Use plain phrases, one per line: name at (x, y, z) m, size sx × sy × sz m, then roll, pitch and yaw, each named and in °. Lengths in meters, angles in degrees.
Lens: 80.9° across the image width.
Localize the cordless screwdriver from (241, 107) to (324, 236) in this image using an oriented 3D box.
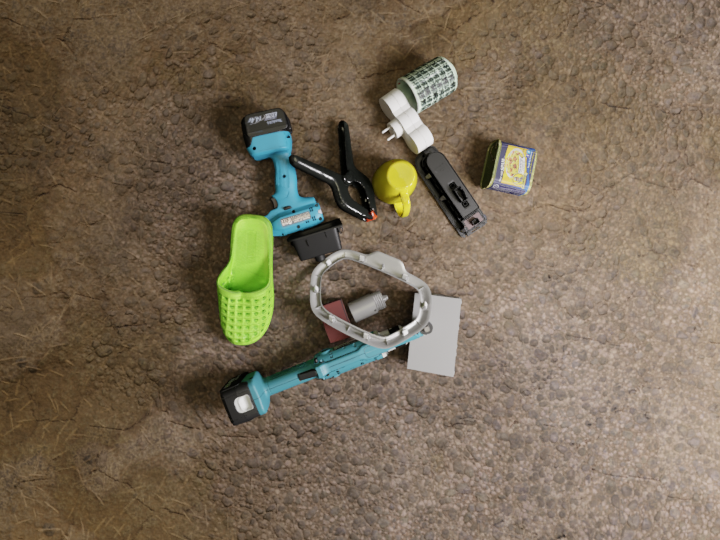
cordless screwdriver at (-0.185, -0.191, 0.861) m, size 0.159 × 0.075 × 0.247 m, roll -17°, pitch 93°, yaw -1°

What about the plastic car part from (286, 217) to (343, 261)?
plastic car part at (-0.085, -0.055, 0.867) m, size 0.117 × 0.067 × 0.069 m, roll -21°, pitch 105°, yaw 2°

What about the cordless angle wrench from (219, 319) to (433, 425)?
cordless angle wrench at (-0.062, 0.181, 0.822) m, size 0.425 × 0.098 × 0.074 m, roll -22°, pitch 92°, yaw 4°

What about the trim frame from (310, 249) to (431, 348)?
trim frame at (0.015, 0.045, 0.823) m, size 0.259 × 0.026 × 0.184 m, roll 23°, pitch 63°, yaw 23°

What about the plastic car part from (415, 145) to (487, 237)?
plastic car part at (0.184, -0.166, 0.866) m, size 0.066 × 0.066 × 0.204 m, roll -34°, pitch 87°, yaw 5°
